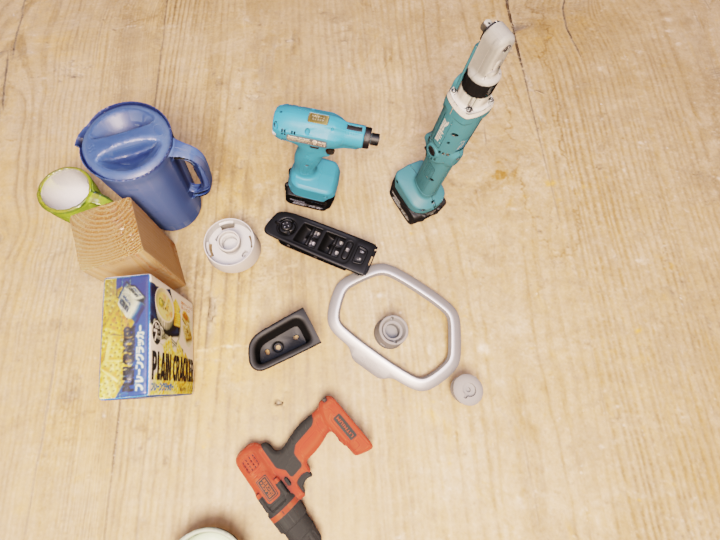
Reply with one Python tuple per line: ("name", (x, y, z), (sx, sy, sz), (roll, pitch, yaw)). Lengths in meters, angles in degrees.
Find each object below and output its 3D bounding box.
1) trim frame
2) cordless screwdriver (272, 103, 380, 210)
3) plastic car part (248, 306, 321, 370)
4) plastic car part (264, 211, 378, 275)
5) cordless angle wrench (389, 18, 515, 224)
("trim frame", (0.060, 0.096, 0.745), (0.253, 0.027, 0.184), (33, 74, 10))
("cordless screwdriver", (-0.060, -0.183, 0.722), (0.160, 0.245, 0.075), (13, 73, -1))
("plastic car part", (-0.133, 0.122, 0.711), (0.115, 0.070, 0.068), (-27, 77, -10))
("plastic car part", (-0.075, -0.049, 0.771), (0.206, 0.066, 0.066), (23, 73, 6))
("cordless angle wrench", (0.128, -0.192, 0.638), (0.073, 0.417, 0.100), (-27, 79, -13))
